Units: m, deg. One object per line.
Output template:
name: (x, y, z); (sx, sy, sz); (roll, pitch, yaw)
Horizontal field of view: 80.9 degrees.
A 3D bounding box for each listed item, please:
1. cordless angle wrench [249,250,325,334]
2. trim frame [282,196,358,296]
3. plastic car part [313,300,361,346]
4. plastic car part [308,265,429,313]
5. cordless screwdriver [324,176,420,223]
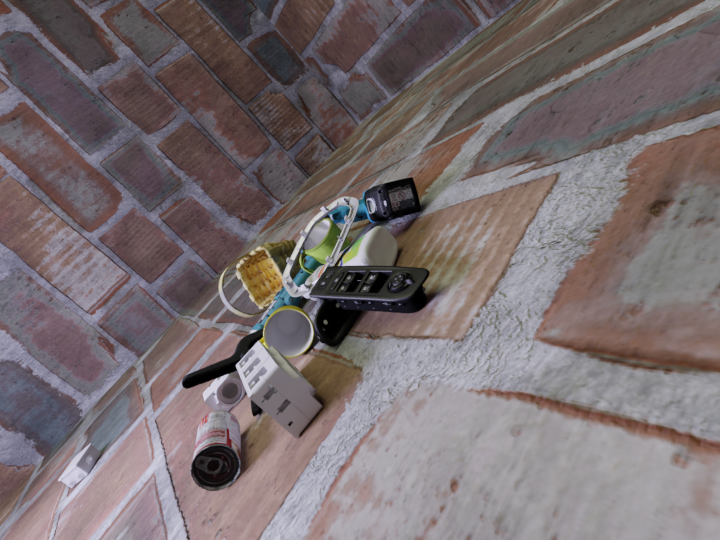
cordless angle wrench: (-0.168, 0.069, 0.967); (0.101, 0.072, 0.422); (-21, 31, 55)
trim frame: (-0.085, -0.055, 0.867); (0.192, 0.026, 0.250); (-5, 52, 48)
plastic car part: (-0.045, 0.075, 0.719); (0.116, 0.066, 0.071); (-56, 4, -26)
plastic car part: (0.015, 0.032, 0.624); (0.212, 0.065, 0.066); (-5, 34, 47)
cordless screwdriver: (0.010, -0.138, 0.937); (0.155, 0.074, 0.256); (-17, 7, -21)
